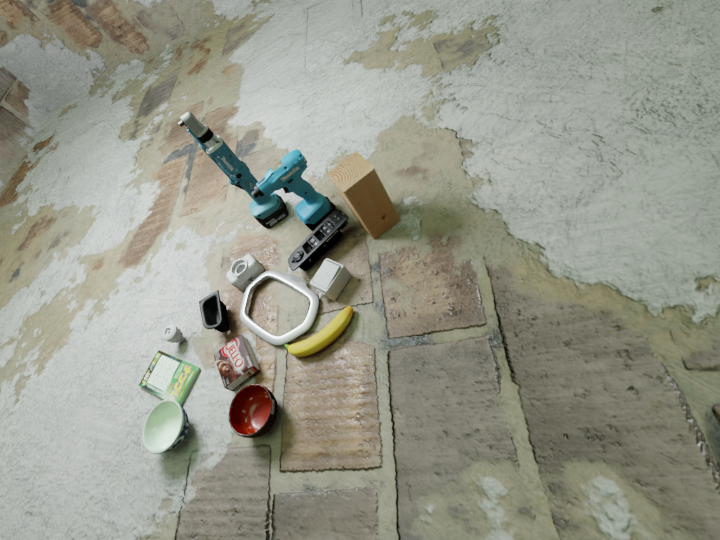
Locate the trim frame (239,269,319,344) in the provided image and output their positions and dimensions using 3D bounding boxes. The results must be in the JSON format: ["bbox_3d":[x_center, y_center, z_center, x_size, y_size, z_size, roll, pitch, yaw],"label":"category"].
[{"bbox_3d":[-0.215,0.090,1.103,0.263,0.026,0.184,23,73,37],"label":"trim frame"}]

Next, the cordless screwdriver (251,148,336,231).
[{"bbox_3d":[-0.169,-0.189,1.123,0.159,0.235,0.078,-39,51,-1],"label":"cordless screwdriver"}]

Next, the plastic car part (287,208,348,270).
[{"bbox_3d":[-0.110,-0.072,1.128,0.203,0.063,0.070,-42,50,-3],"label":"plastic car part"}]

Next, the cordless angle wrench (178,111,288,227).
[{"bbox_3d":[-0.340,-0.271,1.160,0.098,0.400,0.078,-33,51,4],"label":"cordless angle wrench"}]

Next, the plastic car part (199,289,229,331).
[{"bbox_3d":[-0.386,0.124,1.146,0.066,0.067,0.122,-32,50,5],"label":"plastic car part"}]
